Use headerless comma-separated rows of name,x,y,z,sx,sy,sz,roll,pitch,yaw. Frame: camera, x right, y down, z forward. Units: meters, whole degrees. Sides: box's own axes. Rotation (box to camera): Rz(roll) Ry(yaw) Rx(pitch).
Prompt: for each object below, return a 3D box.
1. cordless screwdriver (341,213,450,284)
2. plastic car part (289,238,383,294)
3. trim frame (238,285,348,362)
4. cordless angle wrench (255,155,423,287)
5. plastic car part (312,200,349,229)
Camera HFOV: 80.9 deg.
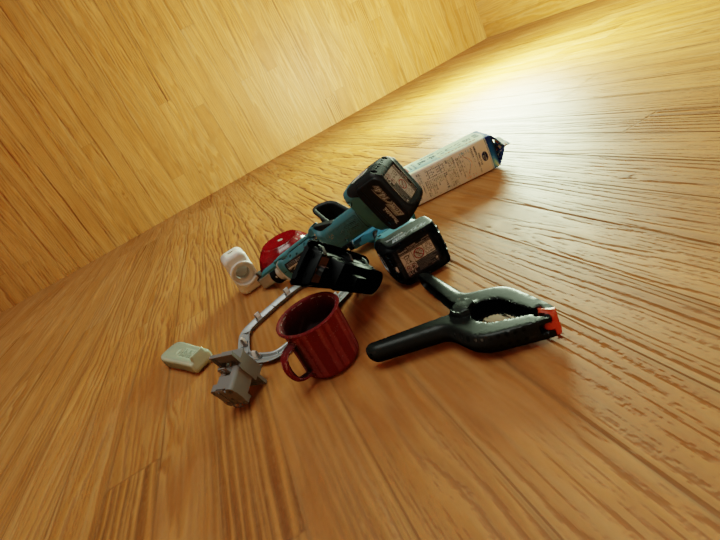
cordless screwdriver,0.046,-0.051,0.747,0.160,0.072,0.256,-30,21,3
plastic car part,-0.019,0.004,0.625,0.070,0.066,0.194,19,3,24
trim frame,-0.113,0.069,0.734,0.245,0.026,0.193,-41,28,-28
cordless angle wrench,-0.075,-0.049,0.764,0.433,0.096,0.074,-30,18,44
plastic car part,-0.053,-0.107,0.952,0.065,0.068,0.123,-35,40,-17
